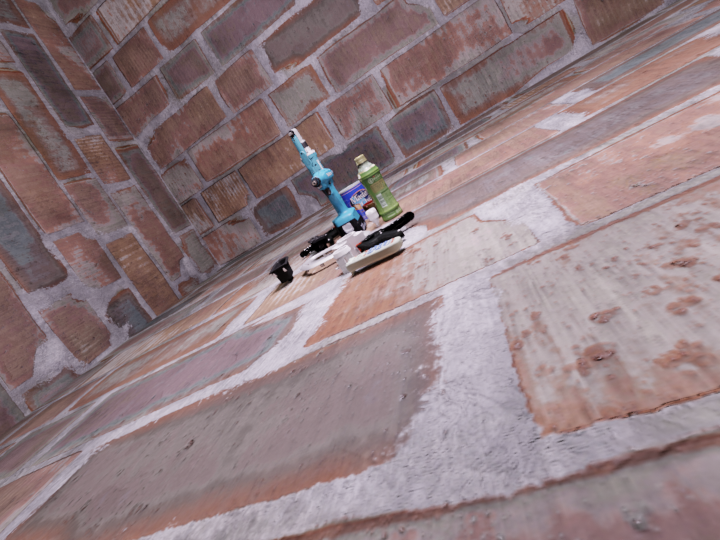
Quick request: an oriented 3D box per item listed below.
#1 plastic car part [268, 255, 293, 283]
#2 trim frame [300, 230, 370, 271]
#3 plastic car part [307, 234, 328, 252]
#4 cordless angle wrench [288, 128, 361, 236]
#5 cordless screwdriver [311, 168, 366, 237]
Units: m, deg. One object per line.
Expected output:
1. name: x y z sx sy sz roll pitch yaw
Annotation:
1. plastic car part: -0.242 0.003 1.349 0.066 0.070 0.118 -30 12 7
2. trim frame: -0.078 -0.058 1.297 0.251 0.027 0.186 -29 14 11
3. plastic car part: -0.146 -0.096 1.496 0.066 0.066 0.208 -33 13 -6
4. cordless angle wrench: -0.134 -0.321 1.516 0.076 0.417 0.096 -25 10 37
5. cordless screwdriver: -0.078 -0.215 1.386 0.076 0.245 0.159 -29 10 20
